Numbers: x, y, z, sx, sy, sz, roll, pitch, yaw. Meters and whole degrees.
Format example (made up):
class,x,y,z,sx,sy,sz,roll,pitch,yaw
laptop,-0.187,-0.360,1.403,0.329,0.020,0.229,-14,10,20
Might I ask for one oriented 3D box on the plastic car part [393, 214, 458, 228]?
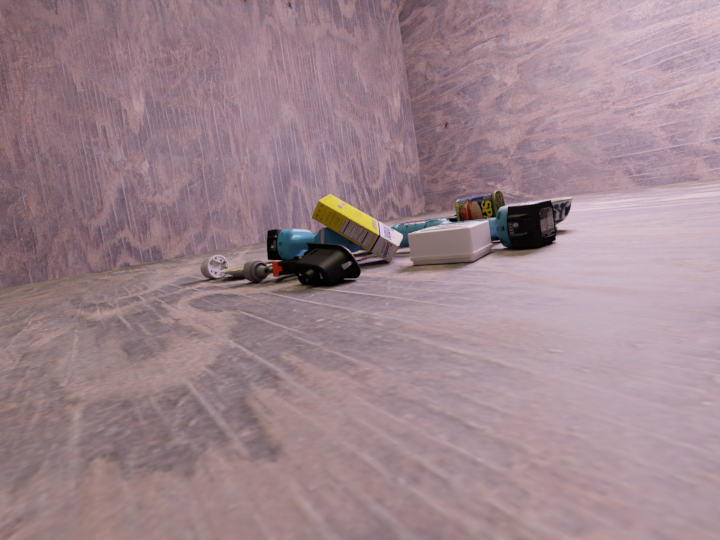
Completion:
class,x,y,z,sx,sy,sz,roll,pitch,yaw
plastic car part,0.190,-0.107,1.053,0.203,0.067,0.066,-12,-1,2

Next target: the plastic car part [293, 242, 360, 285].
class,x,y,z,sx,sy,sz,roll,pitch,yaw
plastic car part,-0.065,-0.002,0.678,0.069,0.064,0.122,-31,21,-32

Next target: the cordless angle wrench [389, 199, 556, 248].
class,x,y,z,sx,sy,sz,roll,pitch,yaw
cordless angle wrench,0.159,-0.079,0.864,0.094,0.074,0.443,-14,9,-42

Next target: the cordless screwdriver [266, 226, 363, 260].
class,x,y,z,sx,sy,sz,roll,pitch,yaw
cordless screwdriver,-0.095,-0.062,0.970,0.151,0.074,0.261,0,-1,-44

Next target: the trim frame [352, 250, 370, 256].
class,x,y,z,sx,sy,sz,roll,pitch,yaw
trim frame,-0.041,-0.054,1.105,0.180,0.027,0.256,-11,6,-19
